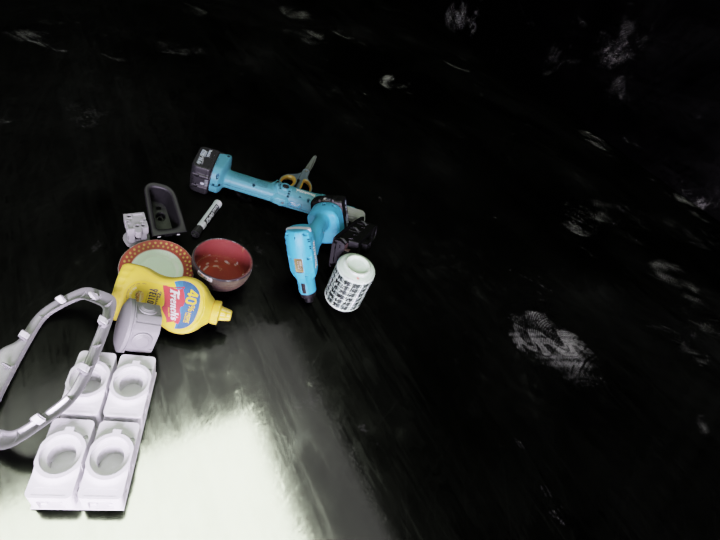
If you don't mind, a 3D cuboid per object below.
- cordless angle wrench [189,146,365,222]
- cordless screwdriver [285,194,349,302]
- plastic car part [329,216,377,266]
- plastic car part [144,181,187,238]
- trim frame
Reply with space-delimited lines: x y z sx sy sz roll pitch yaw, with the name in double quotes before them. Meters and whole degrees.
"cordless angle wrench" -0.186 -0.183 1.010 0.415 0.074 0.100 16 44 -10
"cordless screwdriver" -0.087 -0.057 0.894 0.076 0.154 0.249 1 28 14
"plastic car part" -0.007 -0.070 0.933 0.069 0.065 0.202 7 24 14
"plastic car part" -0.399 -0.111 0.851 0.063 0.071 0.120 -10 69 -33
"trim frame" -0.437 0.119 0.589 0.187 0.026 0.257 -16 47 11
